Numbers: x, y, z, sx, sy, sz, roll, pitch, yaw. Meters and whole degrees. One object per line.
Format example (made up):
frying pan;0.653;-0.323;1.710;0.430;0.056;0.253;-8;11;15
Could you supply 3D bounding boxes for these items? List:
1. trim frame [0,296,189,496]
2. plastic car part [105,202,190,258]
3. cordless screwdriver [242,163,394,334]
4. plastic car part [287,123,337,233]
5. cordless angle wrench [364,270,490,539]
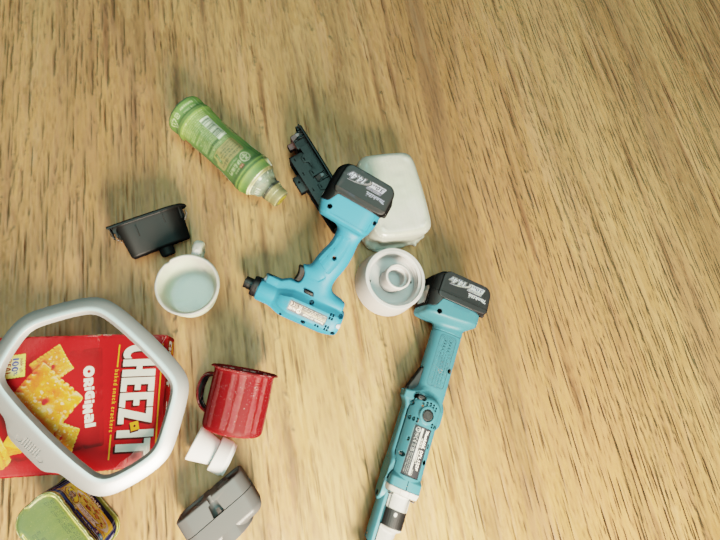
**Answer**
trim frame;-0.327;0.145;0.511;0.249;0.028;0.183;41;67;1
plastic car part;-0.310;-0.053;0.640;0.114;0.068;0.070;-21;95;-21
cordless screwdriver;-0.062;-0.041;0.636;0.158;0.075;0.248;25;94;-4
plastic car part;-0.068;-0.142;0.707;0.066;0.066;0.205;-34;84;-14
cordless angle wrench;0.088;0.209;0.625;0.097;0.074;0.425;23;72;-5
